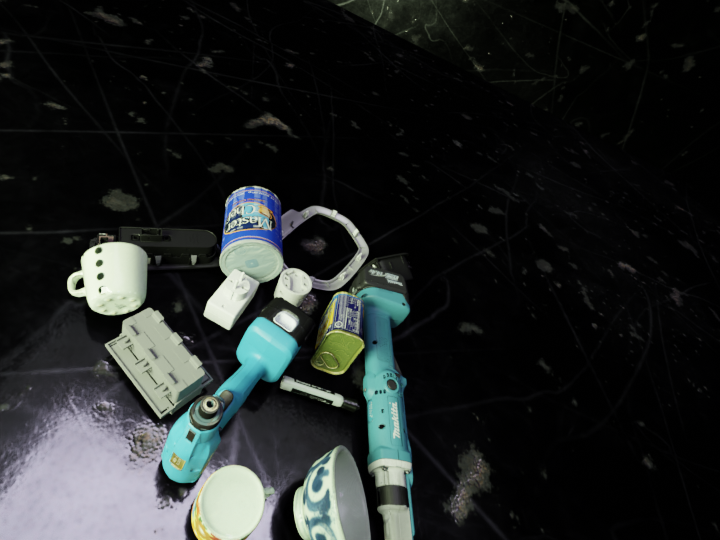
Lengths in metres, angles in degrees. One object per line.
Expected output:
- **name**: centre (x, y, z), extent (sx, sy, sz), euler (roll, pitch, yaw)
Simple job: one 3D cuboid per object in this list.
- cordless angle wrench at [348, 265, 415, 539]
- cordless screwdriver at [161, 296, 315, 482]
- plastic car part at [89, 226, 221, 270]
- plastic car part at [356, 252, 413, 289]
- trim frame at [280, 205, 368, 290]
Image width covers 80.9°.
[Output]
- **cordless angle wrench**: centre (0.037, 0.181, 0.633), extent (0.095, 0.074, 0.436), euler (14, 45, -17)
- **cordless screwdriver**: centre (-0.140, 0.126, 0.525), extent (0.075, 0.159, 0.247), euler (34, 39, 1)
- **plastic car part**: centre (-0.317, -0.040, 0.675), extent (0.194, 0.066, 0.070), euler (3, 41, -30)
- **plastic car part**: centre (0.064, 0.009, 0.833), extent (0.111, 0.067, 0.073), euler (-8, 69, -39)
- **trim frame**: centre (-0.082, -0.054, 0.838), extent (0.188, 0.027, 0.246), euler (34, 43, 8)
